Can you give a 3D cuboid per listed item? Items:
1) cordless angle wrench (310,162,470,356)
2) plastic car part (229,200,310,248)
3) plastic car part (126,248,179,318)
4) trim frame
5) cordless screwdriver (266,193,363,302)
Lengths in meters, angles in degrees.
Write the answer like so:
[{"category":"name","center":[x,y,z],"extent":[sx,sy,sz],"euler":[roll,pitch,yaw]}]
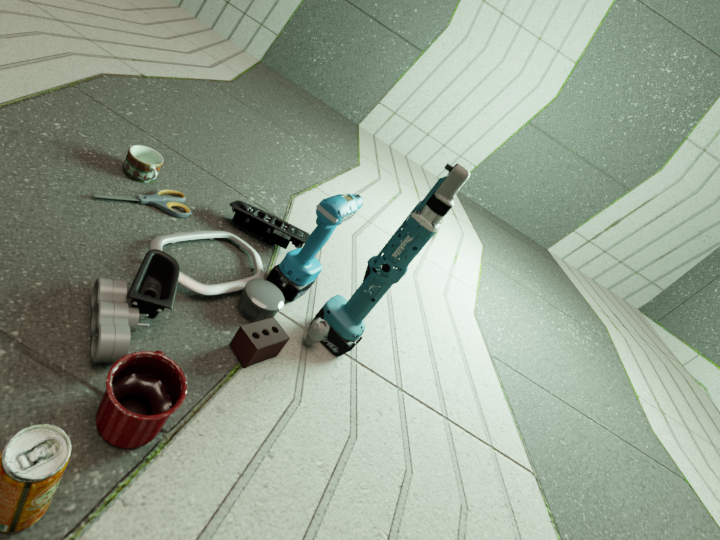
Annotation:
[{"category":"cordless angle wrench","center":[0.052,-0.011,0.765],"extent":[0.100,0.424,0.072],"euler":[43,28,11]},{"category":"plastic car part","center":[-0.220,-0.103,1.003],"extent":[0.200,0.067,0.067],"euler":[30,28,-8]},{"category":"plastic car part","center":[-0.331,0.030,0.674],"extent":[0.063,0.071,0.121],"euler":[21,31,-26]},{"category":"trim frame","center":[-0.296,-0.023,0.841],"extent":[0.191,0.027,0.239],"euler":[44,30,19]},{"category":"cordless screwdriver","center":[-0.086,-0.056,0.876],"extent":[0.076,0.249,0.156],"euler":[41,28,7]}]
